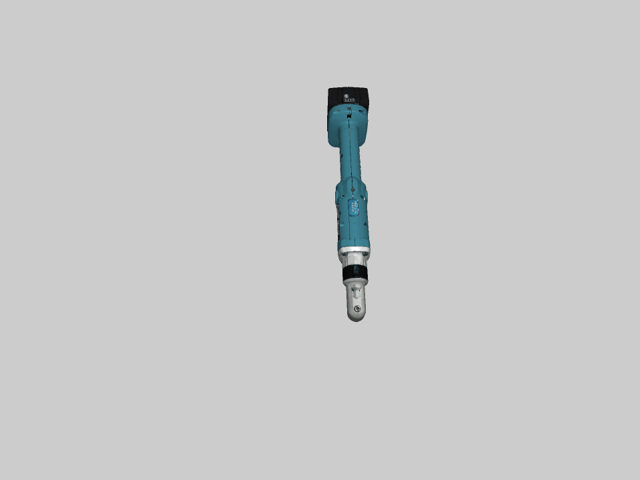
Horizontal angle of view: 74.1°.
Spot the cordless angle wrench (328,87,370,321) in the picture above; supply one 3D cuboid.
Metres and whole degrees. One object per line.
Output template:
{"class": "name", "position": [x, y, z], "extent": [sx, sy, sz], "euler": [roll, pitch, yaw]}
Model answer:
{"class": "cordless angle wrench", "position": [0.052, -0.073, 0.722], "extent": [0.074, 0.421, 0.098], "euler": [0, -24, -1]}
